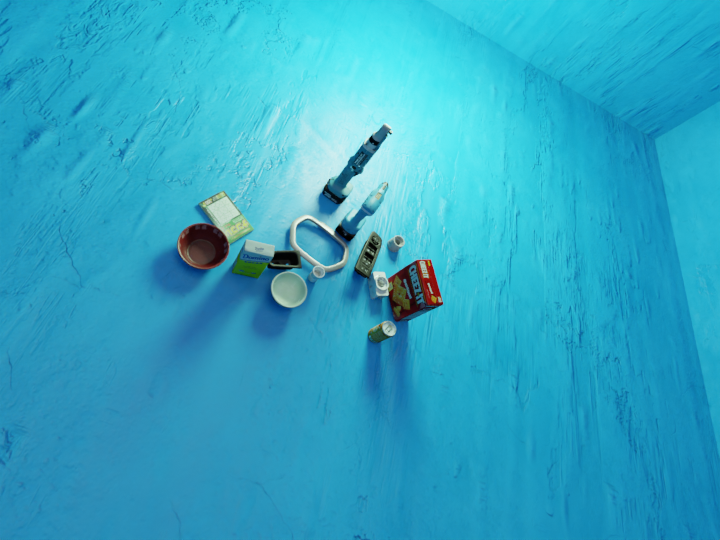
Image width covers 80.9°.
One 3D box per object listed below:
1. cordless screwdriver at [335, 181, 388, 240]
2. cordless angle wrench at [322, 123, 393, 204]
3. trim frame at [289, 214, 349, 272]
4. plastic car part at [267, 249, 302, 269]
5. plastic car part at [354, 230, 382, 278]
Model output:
[{"bbox_3d":[0.011,-0.216,1.528,0.073,0.252,0.159,39,57,-8],"label":"cordless screwdriver"},{"bbox_3d":[-0.012,-0.377,1.492,0.096,0.428,0.074,37,57,-10],"label":"cordless angle wrench"},{"bbox_3d":[-0.150,-0.098,1.534,0.246,0.028,0.184,35,57,-4],"label":"trim frame"},{"bbox_3d":[-0.265,-0.028,1.422,0.112,0.072,0.068,-1,68,-25],"label":"plastic car part"},{"bbox_3d":[0.027,-0.056,1.567,0.065,0.068,0.204,31,57,-10],"label":"plastic car part"}]
